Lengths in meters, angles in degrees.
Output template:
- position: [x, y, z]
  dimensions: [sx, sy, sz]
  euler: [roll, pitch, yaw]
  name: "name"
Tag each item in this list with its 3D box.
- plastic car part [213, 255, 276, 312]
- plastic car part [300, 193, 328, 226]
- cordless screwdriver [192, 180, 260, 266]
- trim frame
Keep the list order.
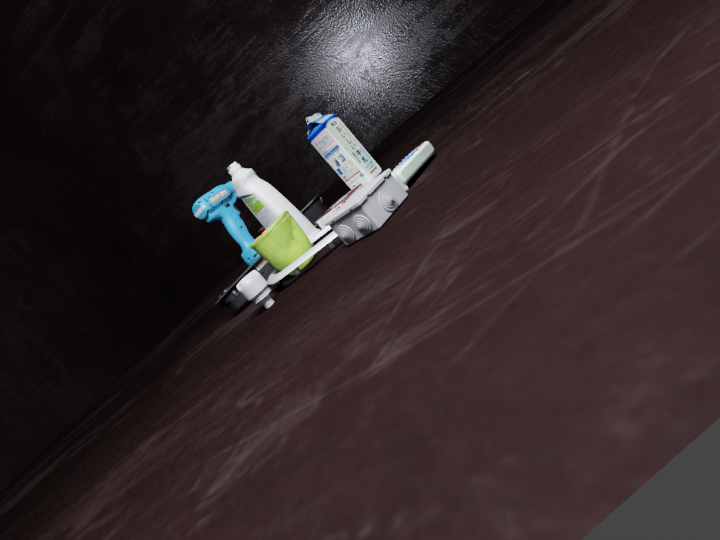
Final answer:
- position: [-0.220, 0.014, 0.887]
  dimensions: [0.203, 0.066, 0.067]
  euler: [-41, 10, 0]
  name: "plastic car part"
- position: [-0.133, -0.143, 1.135]
  dimensions: [0.117, 0.070, 0.067]
  euler: [-41, 10, 3]
  name: "plastic car part"
- position: [-0.275, -0.105, 1.035]
  dimensions: [0.076, 0.245, 0.158]
  euler: [-35, 11, 41]
  name: "cordless screwdriver"
- position: [-0.074, -0.049, 0.761]
  dimensions: [0.251, 0.027, 0.186]
  euler: [-38, 13, 14]
  name: "trim frame"
